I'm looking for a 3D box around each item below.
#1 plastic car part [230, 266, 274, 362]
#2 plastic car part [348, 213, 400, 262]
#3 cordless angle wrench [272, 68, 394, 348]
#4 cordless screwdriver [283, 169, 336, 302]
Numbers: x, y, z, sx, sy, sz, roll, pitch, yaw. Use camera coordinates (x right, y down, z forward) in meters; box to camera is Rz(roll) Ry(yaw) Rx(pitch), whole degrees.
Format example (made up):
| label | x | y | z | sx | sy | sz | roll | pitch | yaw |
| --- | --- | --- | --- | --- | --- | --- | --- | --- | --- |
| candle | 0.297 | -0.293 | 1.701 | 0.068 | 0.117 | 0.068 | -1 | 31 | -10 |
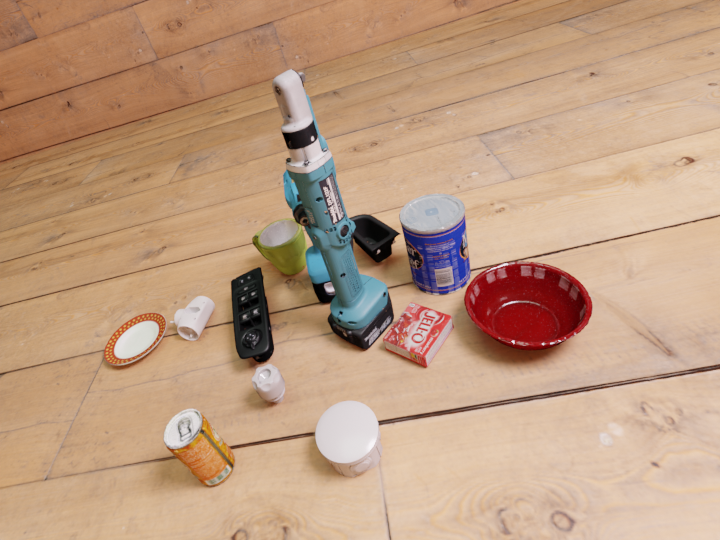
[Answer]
| label | x | y | z | sx | sy | sz | roll | pitch | yaw |
| --- | --- | --- | --- | --- | --- | --- | --- | --- | --- |
| plastic car part | -0.190 | 0.085 | 0.753 | 0.066 | 0.064 | 0.212 | -20 | 38 | -2 |
| plastic car part | 0.022 | -0.058 | 0.828 | 0.065 | 0.068 | 0.123 | -31 | 39 | -16 |
| cordless angle wrench | -0.040 | -0.061 | 0.587 | 0.079 | 0.405 | 0.097 | 21 | 51 | 39 |
| cordless screwdriver | -0.070 | -0.046 | 0.716 | 0.075 | 0.238 | 0.166 | -17 | 37 | 1 |
